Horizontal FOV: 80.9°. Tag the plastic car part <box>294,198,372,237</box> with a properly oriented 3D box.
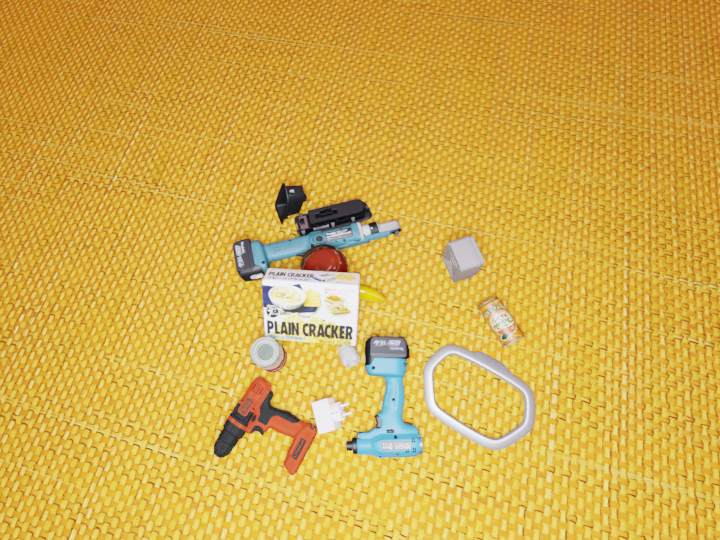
[{"bbox_3d":[-0.072,-0.146,1.102,0.202,0.065,0.069,-12,63,-4],"label":"plastic car part"}]

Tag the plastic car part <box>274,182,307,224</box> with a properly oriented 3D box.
[{"bbox_3d":[-0.177,-0.182,1.103,0.068,0.117,0.068,-12,69,-28],"label":"plastic car part"}]

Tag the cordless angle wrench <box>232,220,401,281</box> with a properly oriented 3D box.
[{"bbox_3d":[-0.105,-0.068,1.070,0.421,0.072,0.101,-13,70,-3],"label":"cordless angle wrench"}]

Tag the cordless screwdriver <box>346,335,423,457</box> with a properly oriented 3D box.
[{"bbox_3d":[0.041,0.272,0.924,0.160,0.072,0.254,-5,73,2],"label":"cordless screwdriver"}]

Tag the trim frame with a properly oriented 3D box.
[{"bbox_3d":[0.257,0.273,0.930,0.256,0.027,0.184,27,74,16],"label":"trim frame"}]
